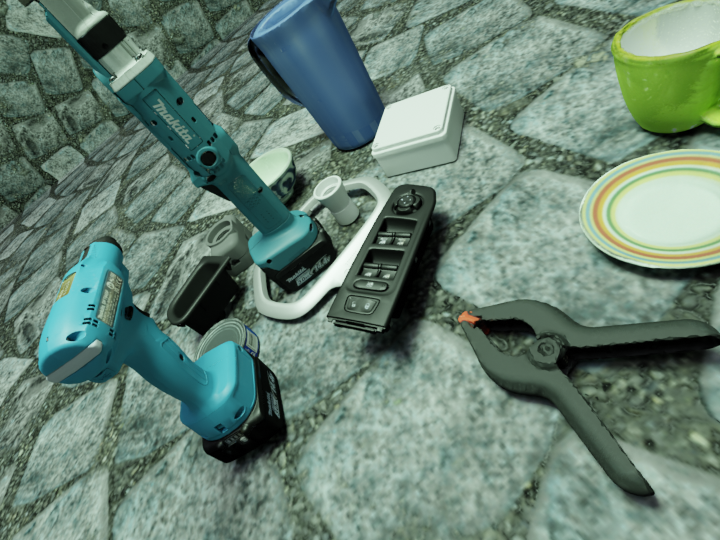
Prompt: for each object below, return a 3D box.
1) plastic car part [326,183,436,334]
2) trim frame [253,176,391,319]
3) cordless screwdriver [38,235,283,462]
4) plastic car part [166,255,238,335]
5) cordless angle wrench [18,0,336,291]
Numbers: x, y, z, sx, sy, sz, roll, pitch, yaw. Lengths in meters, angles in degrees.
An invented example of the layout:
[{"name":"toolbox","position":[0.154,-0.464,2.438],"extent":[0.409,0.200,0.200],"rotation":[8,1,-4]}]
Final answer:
[{"name":"plastic car part","position":[0.040,-0.014,0.463],"extent":[0.069,0.063,0.204],"rotation":[-1,53,38]},{"name":"trim frame","position":[-0.058,-0.038,0.590],"extent":[0.248,0.026,0.195],"rotation":[-51,41,-12]},{"name":"cordless screwdriver","position":[-0.182,0.077,0.420],"extent":[0.075,0.236,0.167],"rotation":[-35,39,6]},{"name":"plastic car part","position":[-0.220,0.043,0.612],"extent":[0.069,0.067,0.117],"rotation":[0,54,38]},{"name":"cordless angle wrench","position":[-0.173,-0.132,0.473],"extent":[0.098,0.401,0.078],"rotation":[-37,38,3]}]
